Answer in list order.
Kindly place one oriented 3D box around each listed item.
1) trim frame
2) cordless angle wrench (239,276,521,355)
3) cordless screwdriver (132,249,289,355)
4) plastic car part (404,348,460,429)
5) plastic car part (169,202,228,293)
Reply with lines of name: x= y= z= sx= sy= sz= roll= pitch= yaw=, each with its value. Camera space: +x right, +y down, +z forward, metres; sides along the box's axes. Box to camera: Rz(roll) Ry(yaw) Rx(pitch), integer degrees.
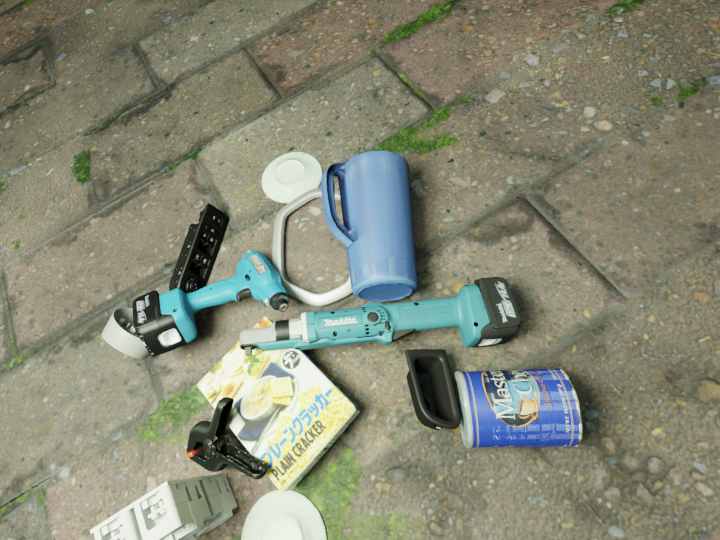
trim frame: x=-0.079 y=-0.052 z=0.807 sx=0.187 sy=0.026 sz=0.255 roll=-8 pitch=63 yaw=9
cordless angle wrench: x=0.020 y=0.084 z=0.664 sx=0.423 sy=0.072 sz=0.101 roll=-6 pitch=62 yaw=0
cordless screwdriver: x=-0.250 y=0.061 z=0.721 sx=0.245 sy=0.071 sz=0.168 roll=-26 pitch=41 yaw=-17
plastic car part: x=0.101 y=0.185 z=0.636 sx=0.065 sy=0.070 sz=0.120 roll=1 pitch=54 yaw=-12
plastic car part: x=-0.326 y=-0.030 z=0.830 sx=0.069 sy=0.063 sz=0.206 roll=-2 pitch=66 yaw=20
